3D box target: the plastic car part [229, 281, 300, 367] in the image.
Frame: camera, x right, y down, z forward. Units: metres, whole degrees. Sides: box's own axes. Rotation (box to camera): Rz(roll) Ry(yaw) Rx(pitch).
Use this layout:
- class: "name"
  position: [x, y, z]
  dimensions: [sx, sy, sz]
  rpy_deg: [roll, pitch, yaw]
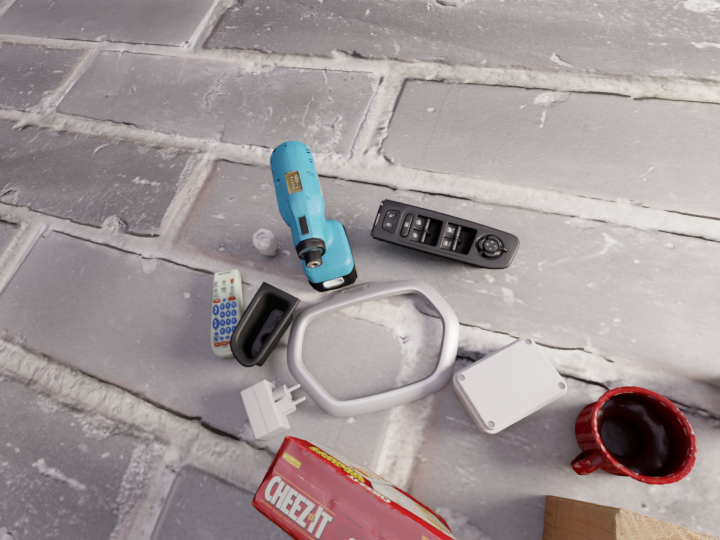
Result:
- class: "plastic car part"
  position: [-0.137, 0.088, 0.616]
  dimensions: [0.068, 0.068, 0.117]
  rpy_deg: [22, 71, 19]

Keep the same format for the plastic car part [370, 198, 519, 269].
- class: "plastic car part"
  position: [0.121, -0.043, 0.625]
  dimensions: [0.210, 0.064, 0.067]
  rpy_deg: [15, 68, 19]

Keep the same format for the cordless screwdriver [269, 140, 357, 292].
- class: "cordless screwdriver"
  position: [-0.055, -0.036, 0.562]
  dimensions: [0.075, 0.239, 0.165]
  rpy_deg: [-16, 63, 1]

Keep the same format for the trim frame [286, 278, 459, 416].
- class: "trim frame"
  position: [0.015, 0.100, 0.599]
  dimensions: [0.250, 0.026, 0.191]
  rpy_deg: [-18, 62, 3]
